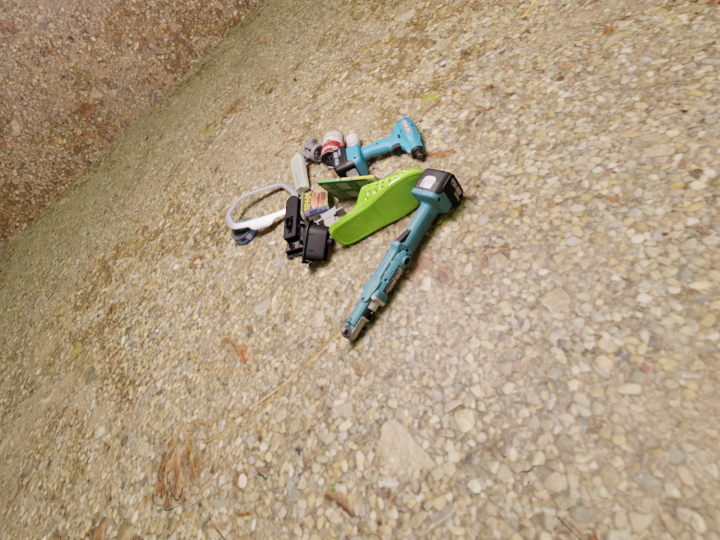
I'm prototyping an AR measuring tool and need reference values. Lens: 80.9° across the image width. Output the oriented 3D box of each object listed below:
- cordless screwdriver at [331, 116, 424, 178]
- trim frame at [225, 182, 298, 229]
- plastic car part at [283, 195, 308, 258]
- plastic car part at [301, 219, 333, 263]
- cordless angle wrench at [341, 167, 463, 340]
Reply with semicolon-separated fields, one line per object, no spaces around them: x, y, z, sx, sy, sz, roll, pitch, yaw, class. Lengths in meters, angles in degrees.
0.048;-0.318;1.166;0.253;0.070;0.166;-24;48;14;cordless screwdriver
-0.311;-0.202;1.330;0.251;0.026;0.191;-16;47;7;trim frame
-0.189;-0.135;1.200;0.068;0.063;0.209;-21;50;27;plastic car part
-0.106;-0.069;1.085;0.072;0.064;0.116;11;90;11;plastic car part
0.082;-0.030;0.932;0.079;0.092;0.423;25;79;43;cordless angle wrench
